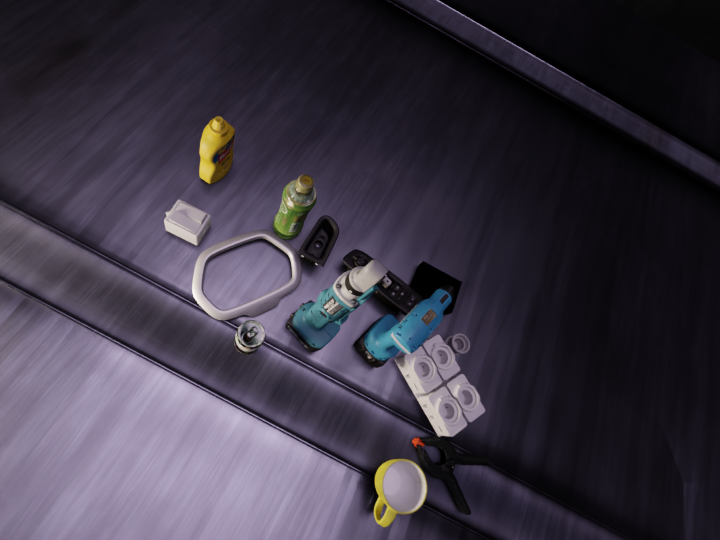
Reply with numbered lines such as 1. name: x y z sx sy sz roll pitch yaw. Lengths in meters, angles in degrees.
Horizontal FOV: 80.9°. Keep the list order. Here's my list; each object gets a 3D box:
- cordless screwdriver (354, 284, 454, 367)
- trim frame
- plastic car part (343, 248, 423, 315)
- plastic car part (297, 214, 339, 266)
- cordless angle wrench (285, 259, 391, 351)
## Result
1. cordless screwdriver: 0.088 0.113 0.859 0.075 0.250 0.157 47 63 1
2. trim frame: -0.249 0.009 0.936 0.243 0.027 0.188 -25 76 -23
3. plastic car part: 0.044 0.028 0.984 0.204 0.067 0.066 40 64 3
4. plastic car part: -0.096 -0.063 0.982 0.065 0.071 0.117 29 64 -5
5. cordless angle wrench: -0.046 0.062 0.747 0.099 0.425 0.073 47 63 1
